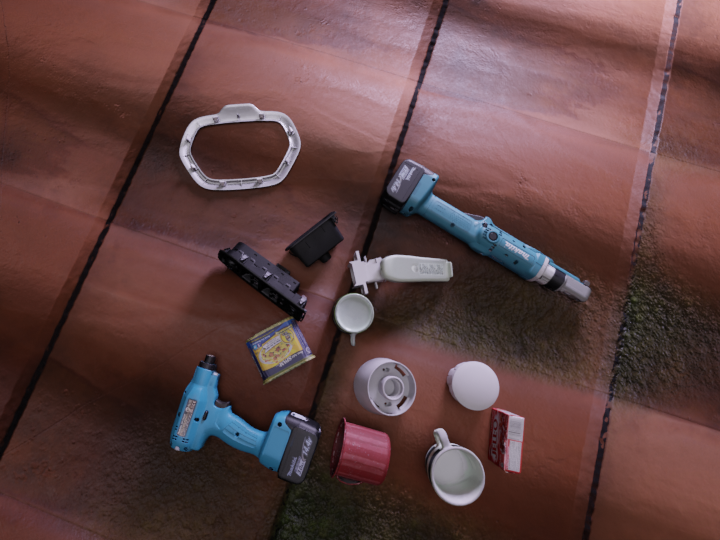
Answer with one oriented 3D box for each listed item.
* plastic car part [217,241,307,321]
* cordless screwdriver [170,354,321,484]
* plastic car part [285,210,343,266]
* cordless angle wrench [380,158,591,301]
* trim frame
[{"bbox_3d":[-0.177,0.010,0.786,0.206,0.065,0.067,31,69,6],"label":"plastic car part"},{"bbox_3d":[-0.190,0.252,0.726,0.252,0.073,0.160,14,78,7],"label":"cordless screwdriver"},{"bbox_3d":[-0.079,-0.052,0.806,0.116,0.067,0.070,-42,97,-6],"label":"plastic car part"},{"bbox_3d":[0.239,-0.061,0.800,0.427,0.073,0.098,32,79,5],"label":"cordless angle wrench"},{"bbox_3d":[-0.247,-0.254,0.866,0.249,0.027,0.187,-4,76,1],"label":"trim frame"}]
